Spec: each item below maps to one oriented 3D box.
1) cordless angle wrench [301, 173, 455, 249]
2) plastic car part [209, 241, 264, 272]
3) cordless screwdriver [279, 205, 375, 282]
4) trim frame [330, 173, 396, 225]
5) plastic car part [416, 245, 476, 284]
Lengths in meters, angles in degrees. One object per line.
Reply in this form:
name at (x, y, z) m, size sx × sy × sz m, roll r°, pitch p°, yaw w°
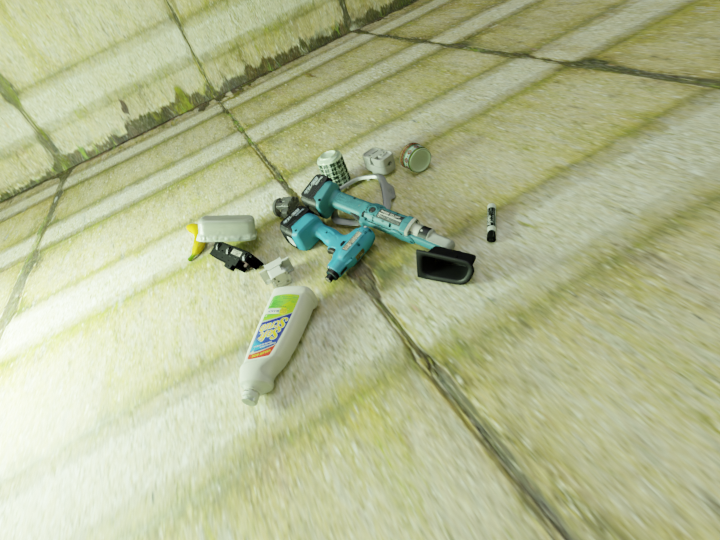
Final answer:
cordless angle wrench at (0.034, -0.131, 1.024) m, size 0.447 × 0.070 × 0.098 m, roll 27°, pitch 74°, yaw 35°
plastic car part at (-0.348, -0.036, 1.148) m, size 0.215 × 0.062 × 0.067 m, roll 24°, pitch 83°, yaw 42°
cordless screwdriver at (-0.102, -0.067, 1.042) m, size 0.263 × 0.071 × 0.158 m, roll 23°, pitch 63°, yaw 38°
trim frame at (0.004, -0.197, 1.170) m, size 0.187 × 0.026 × 0.256 m, roll -17°, pitch 38°, yaw 10°
plastic car part at (0.180, -0.017, 0.855) m, size 0.122 × 0.064 × 0.070 m, roll 11°, pitch 35°, yaw 31°
